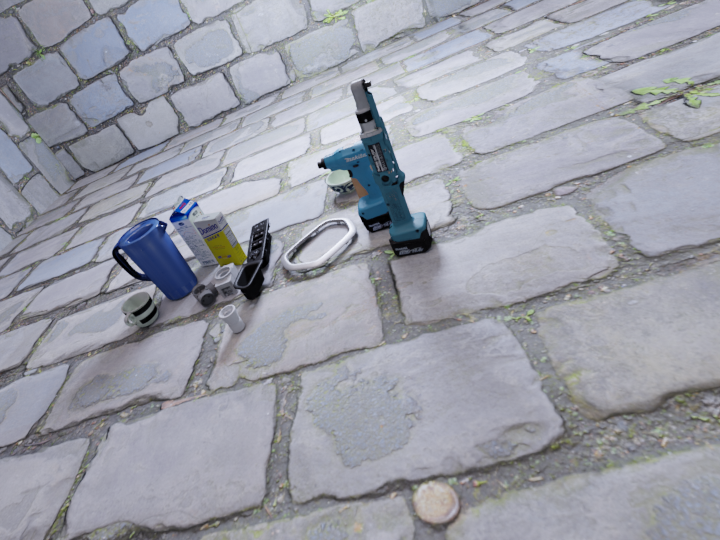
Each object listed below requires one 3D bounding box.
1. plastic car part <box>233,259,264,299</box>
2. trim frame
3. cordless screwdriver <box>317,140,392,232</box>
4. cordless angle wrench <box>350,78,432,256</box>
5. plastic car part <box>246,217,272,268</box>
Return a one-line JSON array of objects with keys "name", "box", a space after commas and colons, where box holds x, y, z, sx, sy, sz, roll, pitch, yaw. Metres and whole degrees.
[{"name": "plastic car part", "box": [-0.292, 0.035, 1.134, 0.067, 0.068, 0.119, -14, 37, 17]}, {"name": "trim frame", "box": [-0.117, -0.077, 1.199, 0.195, 0.026, 0.246, 18, 54, 45]}, {"name": "cordless screwdriver", "box": [-0.001, -0.217, 1.120, 0.163, 0.238, 0.076, -13, 35, 18]}, {"name": "cordless angle wrench", "box": [0.060, -0.215, 0.934, 0.101, 0.404, 0.075, -9, 36, 22]}, {"name": "plastic car part", "box": [-0.303, -0.074, 1.281, 0.067, 0.064, 0.209, -19, 36, 10]}]
